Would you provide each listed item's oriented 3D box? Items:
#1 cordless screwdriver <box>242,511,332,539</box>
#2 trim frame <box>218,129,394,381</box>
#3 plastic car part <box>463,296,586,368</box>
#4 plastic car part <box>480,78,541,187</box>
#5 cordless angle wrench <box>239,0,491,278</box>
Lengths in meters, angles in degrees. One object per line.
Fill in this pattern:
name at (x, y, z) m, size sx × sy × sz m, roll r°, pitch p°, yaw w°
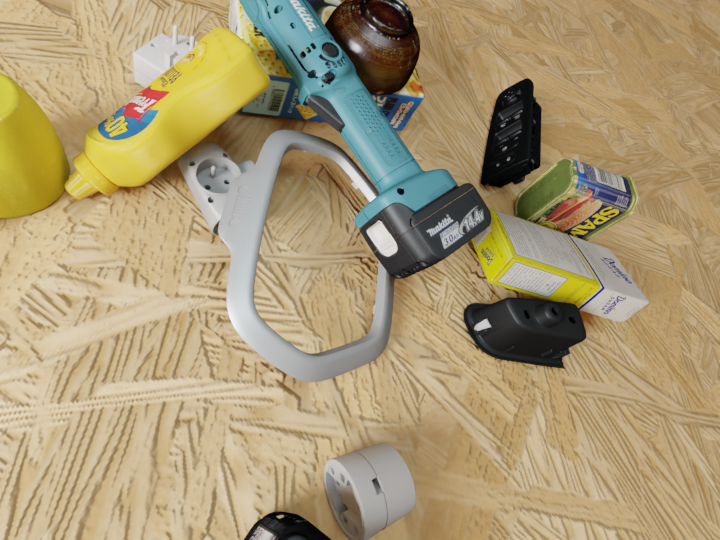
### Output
cordless screwdriver at (0.025, 0.256, 0.257) m, size 0.250 × 0.075 × 0.157 m, roll 47°, pitch 56°, yaw 3°
trim frame at (-0.038, -0.025, 0.388) m, size 0.175 × 0.028 × 0.254 m, roll 24°, pitch 56°, yaw -29°
plastic car part at (0.174, 0.054, 0.425) m, size 0.113 × 0.071 × 0.068 m, roll 11°, pitch 59°, yaw -20°
plastic car part at (0.218, -0.189, 0.580) m, size 0.065 × 0.067 × 0.206 m, roll 27°, pitch 56°, yaw -20°
cordless angle wrench at (-0.039, -0.193, 0.410) m, size 0.096 × 0.075 × 0.427 m, roll -31°, pitch 85°, yaw -27°
